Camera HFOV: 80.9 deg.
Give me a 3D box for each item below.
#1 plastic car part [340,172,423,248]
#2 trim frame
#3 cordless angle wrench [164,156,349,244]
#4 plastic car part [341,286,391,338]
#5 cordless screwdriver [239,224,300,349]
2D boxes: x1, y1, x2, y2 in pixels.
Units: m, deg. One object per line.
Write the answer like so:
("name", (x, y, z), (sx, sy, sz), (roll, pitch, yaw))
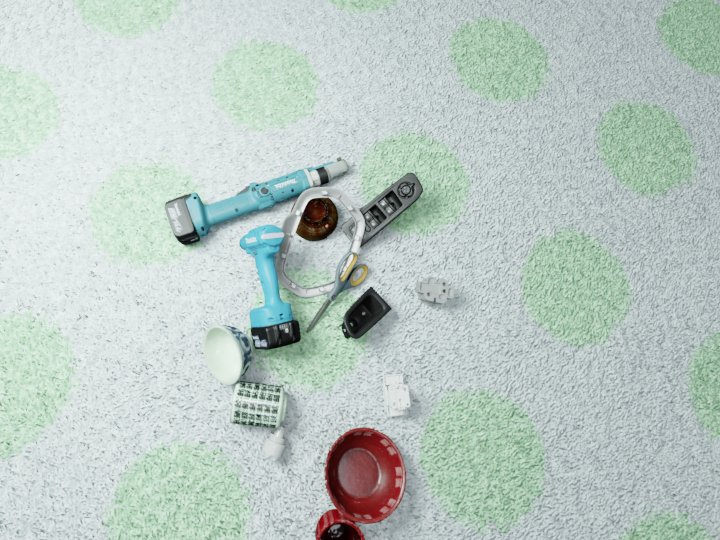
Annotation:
("plastic car part", (0.056, -0.135, 0.957), (0.204, 0.065, 0.068), (-40, 77, 12))
("trim frame", (-0.090, -0.059, 0.917), (0.179, 0.028, 0.247), (19, 97, -15))
("cordless angle wrench", (-0.220, -0.172, 0.961), (0.417, 0.074, 0.100), (-21, 80, -12))
("plastic car part", (-0.002, 0.101, 0.901), (0.067, 0.071, 0.115), (47, 60, 5))
("cordless screwdriver", (-0.202, 0.034, 0.885), (0.071, 0.166, 0.249), (-7, 89, -36))
